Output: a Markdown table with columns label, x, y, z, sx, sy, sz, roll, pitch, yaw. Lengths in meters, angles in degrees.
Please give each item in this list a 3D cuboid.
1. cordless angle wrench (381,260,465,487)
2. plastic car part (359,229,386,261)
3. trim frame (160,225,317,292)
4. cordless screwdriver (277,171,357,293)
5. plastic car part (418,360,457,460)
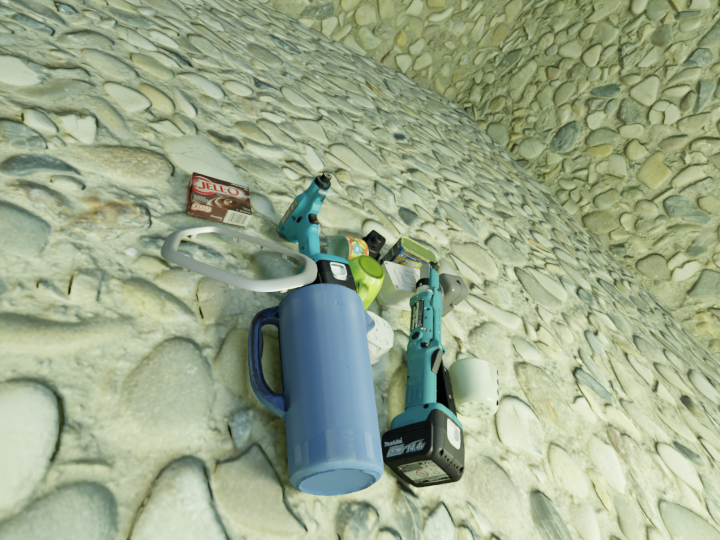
| label | x | y | z | sx | sy | sz | roll | pitch | yaw |
| --- | --- | --- | --- | --- | --- | --- | --- | --- | --- |
| cordless angle wrench | 0.109 | 0.126 | 0.709 | 0.071 | 0.100 | 0.430 | 45 | 33 | -24 |
| plastic car part | 0.022 | -0.048 | 0.916 | 0.066 | 0.071 | 0.116 | 35 | 29 | -2 |
| trim frame | -0.185 | -0.021 | 0.649 | 0.256 | 0.027 | 0.182 | 16 | 24 | 14 |
| cordless screwdriver | -0.073 | -0.048 | 0.746 | 0.071 | 0.160 | 0.260 | 12 | 42 | -36 |
| plastic car part | 0.126 | 0.213 | 0.687 | 0.064 | 0.067 | 0.209 | 34 | 31 | -25 |
